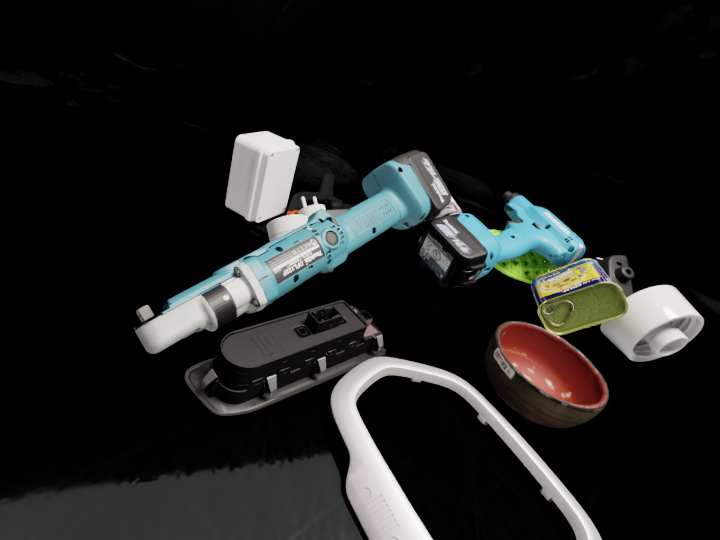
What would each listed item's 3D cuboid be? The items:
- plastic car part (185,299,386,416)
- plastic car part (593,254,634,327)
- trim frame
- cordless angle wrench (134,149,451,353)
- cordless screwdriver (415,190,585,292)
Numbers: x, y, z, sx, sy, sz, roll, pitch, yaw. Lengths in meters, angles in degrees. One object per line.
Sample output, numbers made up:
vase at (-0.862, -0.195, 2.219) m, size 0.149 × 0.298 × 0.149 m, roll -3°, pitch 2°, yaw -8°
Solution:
plastic car part at (-0.053, 0.069, 0.383) m, size 0.195 × 0.066 × 0.069 m, roll -16°, pitch 53°, yaw -41°
plastic car part at (0.374, 0.022, 0.634) m, size 0.065 × 0.071 × 0.118 m, roll 18°, pitch 64°, yaw -7°
trim frame at (0.077, 0.164, 0.334) m, size 0.176 × 0.027 × 0.262 m, roll -4°, pitch 40°, yaw -36°
cordless angle wrench at (-0.047, -0.031, 0.479) m, size 0.413 × 0.076 × 0.098 m, roll -34°, pitch 94°, yaw -38°
cordless screwdriver at (0.200, -0.058, 0.649) m, size 0.241 × 0.073 × 0.167 m, roll -11°, pitch 49°, yaw -23°
